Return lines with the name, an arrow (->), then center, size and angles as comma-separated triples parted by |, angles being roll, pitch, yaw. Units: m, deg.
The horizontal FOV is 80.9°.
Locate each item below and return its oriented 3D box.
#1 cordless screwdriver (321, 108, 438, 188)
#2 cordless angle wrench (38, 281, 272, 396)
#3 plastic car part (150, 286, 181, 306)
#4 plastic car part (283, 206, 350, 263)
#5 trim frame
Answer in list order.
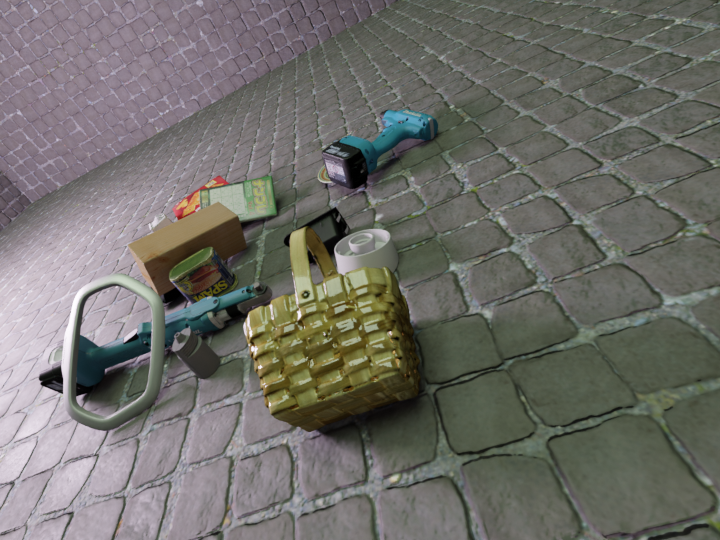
cordless screwdriver -> 0.026, -0.280, 0.917 | 0.245, 0.071, 0.169 | -35, 44, -19
cordless angle wrench -> -0.349, 0.109, 0.739 | 0.426, 0.093, 0.077 | -21, 52, 7
plastic car part -> -0.421, 0.002, 0.943 | 0.066, 0.064, 0.211 | -20, 38, 1
plastic car part -> -0.073, -0.048, 0.752 | 0.117, 0.062, 0.074 | -29, 48, 8
trim frame -> -0.405, 0.128, 0.688 | 0.186, 0.027, 0.251 | -4, 79, 5
